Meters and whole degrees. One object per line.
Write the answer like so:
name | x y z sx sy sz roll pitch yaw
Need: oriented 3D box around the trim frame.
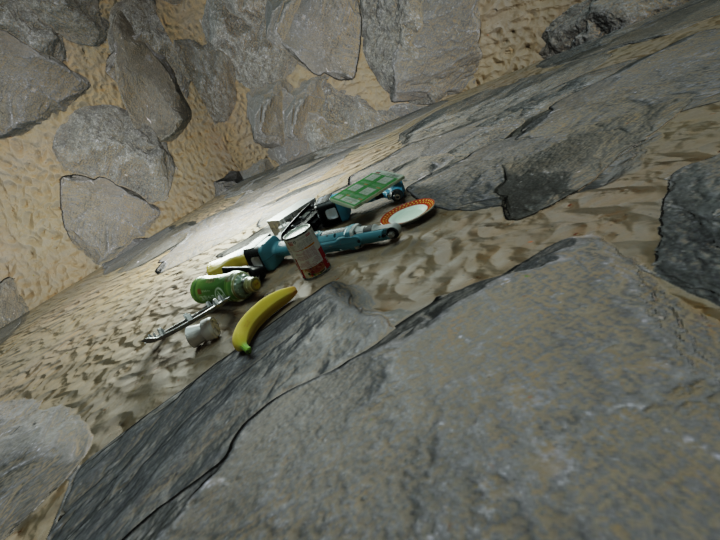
trim frame | -0.376 0.106 0.904 0.180 0.027 0.257 -36 12 -39

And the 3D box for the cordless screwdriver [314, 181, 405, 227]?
cordless screwdriver | 0.000 -0.190 1.162 0.252 0.072 0.162 -18 22 11

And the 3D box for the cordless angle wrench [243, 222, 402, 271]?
cordless angle wrench | -0.097 -0.064 0.994 0.441 0.072 0.097 -7 27 35

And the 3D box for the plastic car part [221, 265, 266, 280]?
plastic car part | -0.275 0.012 1.038 0.122 0.065 0.069 -5 14 37

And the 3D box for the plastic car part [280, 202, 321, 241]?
plastic car part | -0.155 -0.122 1.192 0.070 0.064 0.201 3 33 26
